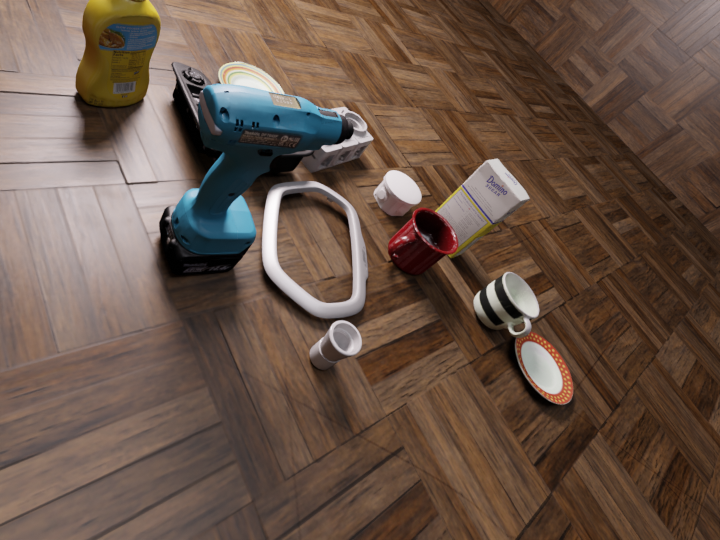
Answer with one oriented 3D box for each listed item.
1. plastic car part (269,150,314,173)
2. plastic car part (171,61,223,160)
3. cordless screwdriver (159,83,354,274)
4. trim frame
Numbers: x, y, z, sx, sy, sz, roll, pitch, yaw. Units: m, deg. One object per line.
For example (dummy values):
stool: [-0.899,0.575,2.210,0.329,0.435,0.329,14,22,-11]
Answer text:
plastic car part: [-0.132,-0.183,0.671,0.111,0.071,0.068,-7,62,-39]
plastic car part: [-0.239,-0.235,0.642,0.063,0.067,0.210,-8,61,-40]
cordless screwdriver: [-0.124,-0.090,0.469,0.152,0.251,0.077,-6,63,-40]
trim frame: [-0.062,-0.041,0.635,0.177,0.028,0.257,15,49,-25]
